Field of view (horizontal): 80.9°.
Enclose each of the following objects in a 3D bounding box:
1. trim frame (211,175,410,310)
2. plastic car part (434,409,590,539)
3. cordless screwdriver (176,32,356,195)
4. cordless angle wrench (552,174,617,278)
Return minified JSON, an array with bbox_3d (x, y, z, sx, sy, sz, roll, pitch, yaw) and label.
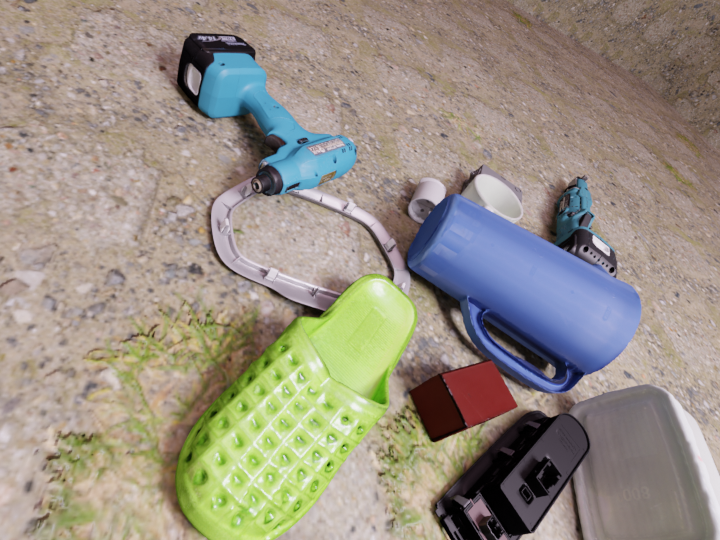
[{"bbox_3d":[-0.047,-0.031,0.482,0.241,0.028,0.189,21,46,-18],"label":"trim frame"},{"bbox_3d":[0.157,0.188,0.397,0.195,0.067,0.069,-18,59,-44],"label":"plastic car part"},{"bbox_3d":[-0.134,-0.188,0.516,0.255,0.074,0.155,44,43,13],"label":"cordless screwdriver"},{"bbox_3d":[0.383,-0.088,0.757,0.075,0.098,0.418,40,39,0],"label":"cordless angle wrench"}]
